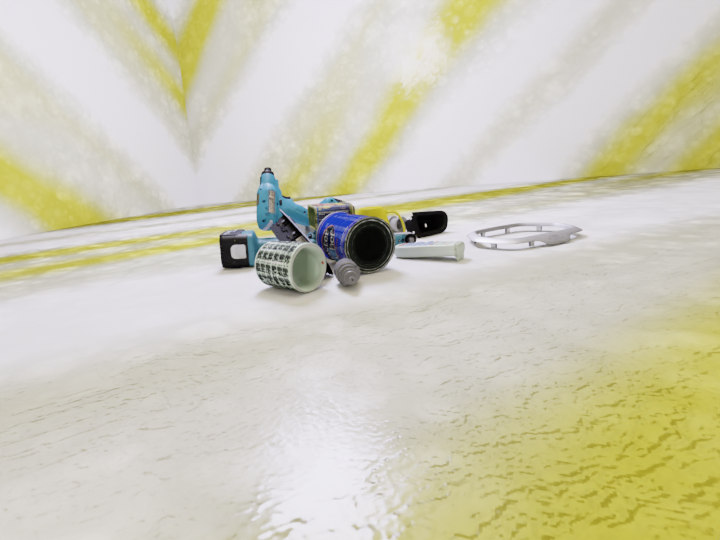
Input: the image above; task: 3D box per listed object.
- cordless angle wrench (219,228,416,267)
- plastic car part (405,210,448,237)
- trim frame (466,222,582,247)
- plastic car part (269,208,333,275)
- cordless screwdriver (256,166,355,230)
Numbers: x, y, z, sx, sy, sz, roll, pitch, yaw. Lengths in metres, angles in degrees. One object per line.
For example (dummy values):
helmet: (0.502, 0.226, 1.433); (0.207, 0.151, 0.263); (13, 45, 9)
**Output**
cordless angle wrench: (-0.091, -0.059, 0.930); (0.423, 0.073, 0.099); (-3, 12, 0)
plastic car part: (0.163, -0.118, 1.094); (0.112, 0.066, 0.073); (-10, -1, -34)
trim frame: (0.351, -0.078, 0.916); (0.241, 0.027, 0.192); (-10, 13, -24)
plastic car part: (-0.125, -0.050, 0.817); (0.067, 0.063, 0.214); (-39, 43, 1)
cordless screwdriver: (-0.136, -0.159, 1.037); (0.238, 0.163, 0.076); (9, -27, -29)
